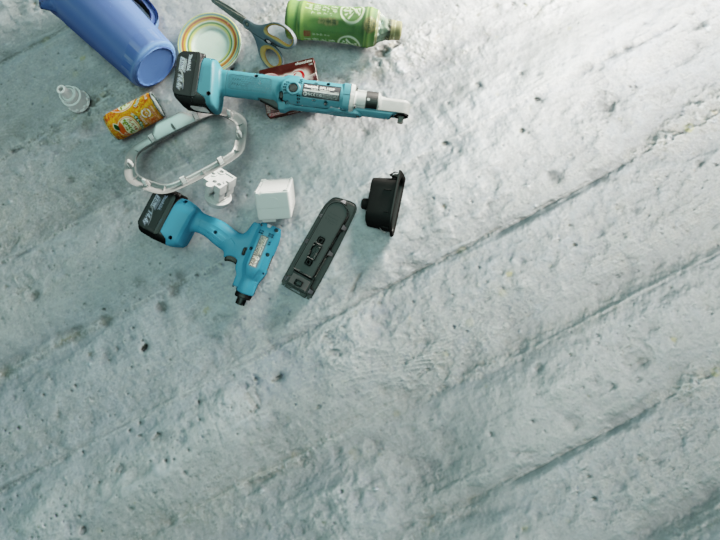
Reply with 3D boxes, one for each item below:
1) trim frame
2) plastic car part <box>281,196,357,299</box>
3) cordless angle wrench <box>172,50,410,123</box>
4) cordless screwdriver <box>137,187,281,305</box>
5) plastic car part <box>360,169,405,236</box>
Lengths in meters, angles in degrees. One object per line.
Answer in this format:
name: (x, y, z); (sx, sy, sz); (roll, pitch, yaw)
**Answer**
trim frame: (-0.329, -0.234, 0.797); (0.246, 0.026, 0.193); (-32, 60, -10)
plastic car part: (-0.077, -0.050, 0.783); (0.068, 0.065, 0.203); (28, 84, 10)
cordless angle wrench: (-0.122, -0.321, 0.772); (0.426, 0.074, 0.098); (8, 90, 4)
cordless screwdriver: (-0.288, -0.047, 0.791); (0.250, 0.074, 0.159); (21, 86, 1)
plastic car part: (0.038, -0.127, 0.786); (0.073, 0.064, 0.116); (14, 89, 18)
